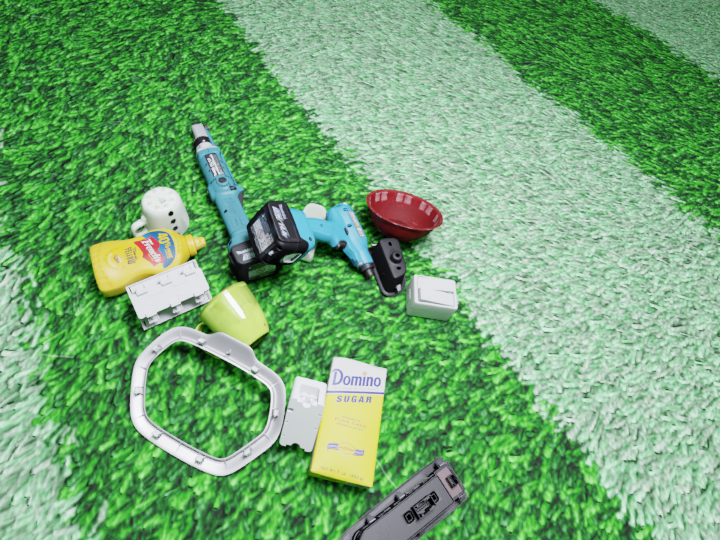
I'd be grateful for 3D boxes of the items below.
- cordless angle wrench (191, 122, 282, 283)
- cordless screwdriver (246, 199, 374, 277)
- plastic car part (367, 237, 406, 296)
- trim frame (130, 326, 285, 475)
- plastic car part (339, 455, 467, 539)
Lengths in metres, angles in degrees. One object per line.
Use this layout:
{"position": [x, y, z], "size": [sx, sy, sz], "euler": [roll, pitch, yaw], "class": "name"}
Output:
{"position": [-0.281, -0.167, 0.872], "size": [0.096, 0.073, 0.442], "euler": [-19, 59, -21], "class": "cordless angle wrench"}
{"position": [-0.075, -0.049, 0.771], "size": [0.238, 0.075, 0.164], "euler": [-7, 64, -49], "class": "cordless screwdriver"}
{"position": [0.060, -0.017, 0.818], "size": [0.065, 0.069, 0.121], "euler": [-7, 56, -15], "class": "plastic car part"}
{"position": [-0.234, 0.189, 0.639], "size": [0.253, 0.027, 0.184], "euler": [25, 72, 10], "class": "trim frame"}
{"position": [0.067, 0.343, 0.588], "size": [0.199, 0.066, 0.068], "euler": [-26, 73, -20], "class": "plastic car part"}
